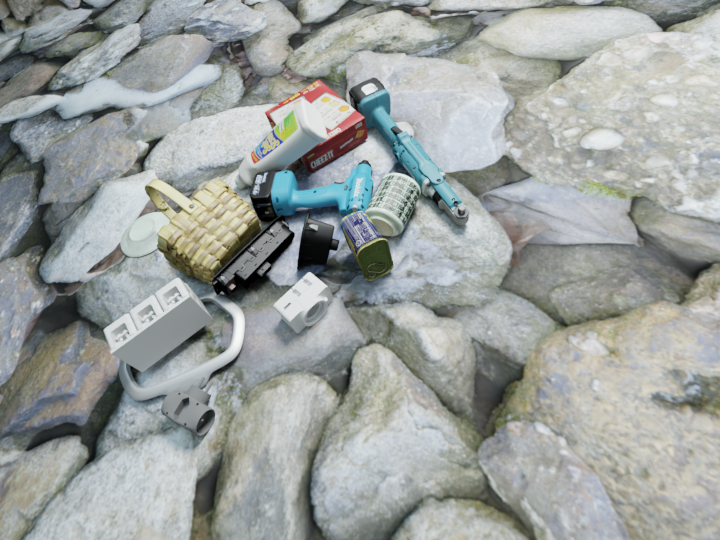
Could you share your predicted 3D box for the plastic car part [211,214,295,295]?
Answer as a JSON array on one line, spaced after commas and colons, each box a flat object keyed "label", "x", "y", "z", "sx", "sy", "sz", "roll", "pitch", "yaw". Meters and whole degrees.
[{"label": "plastic car part", "x": -0.195, "y": -0.028, "z": 0.815, "sx": 0.069, "sy": 0.064, "sz": 0.202, "roll": 26, "pitch": 60, "yaw": 17}]

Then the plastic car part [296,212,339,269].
[{"label": "plastic car part", "x": -0.076, "y": -0.050, "z": 0.780, "sx": 0.070, "sy": 0.115, "sz": 0.067, "roll": 15, "pitch": 58, "yaw": -6}]

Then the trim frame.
[{"label": "trim frame", "x": -0.324, "y": 0.135, "z": 0.769, "sx": 0.248, "sy": 0.026, "sz": 0.193, "roll": -24, "pitch": 52, "yaw": -3}]

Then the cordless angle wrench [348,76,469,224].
[{"label": "cordless angle wrench", "x": 0.098, "y": -0.250, "z": 0.880, "sx": 0.074, "sy": 0.094, "sz": 0.443, "roll": -26, "pitch": 57, "yaw": -4}]

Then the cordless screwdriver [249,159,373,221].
[{"label": "cordless screwdriver", "x": -0.097, "y": -0.174, "z": 0.889, "sx": 0.255, "sy": 0.071, "sz": 0.162, "roll": 2, "pitch": 53, "yaw": 13}]
